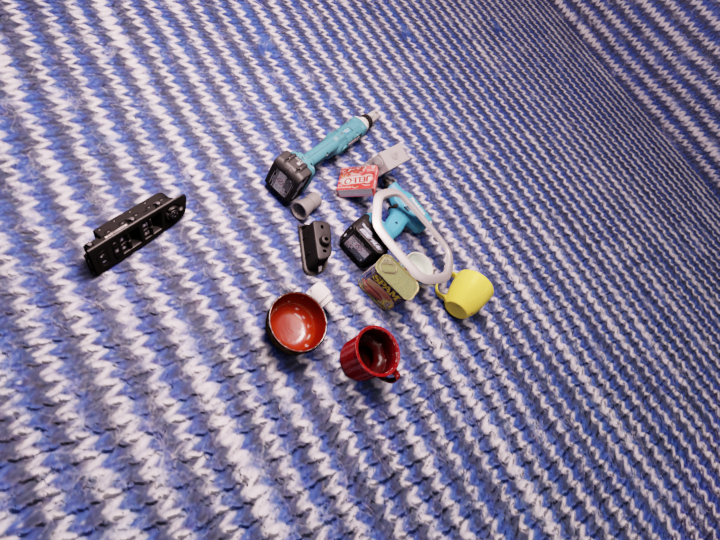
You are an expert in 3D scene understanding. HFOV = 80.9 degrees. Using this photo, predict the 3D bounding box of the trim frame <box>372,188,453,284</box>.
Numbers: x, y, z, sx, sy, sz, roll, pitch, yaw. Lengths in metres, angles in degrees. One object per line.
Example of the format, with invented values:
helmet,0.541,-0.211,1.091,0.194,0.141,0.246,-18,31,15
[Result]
trim frame,0.115,-0.075,0.927,0.248,0.028,0.182,46,47,-2

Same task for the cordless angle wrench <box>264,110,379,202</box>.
cordless angle wrench,-0.061,-0.303,1.012,0.075,0.099,0.418,41,50,-1

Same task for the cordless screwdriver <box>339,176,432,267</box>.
cordless screwdriver,0.050,-0.121,0.975,0.161,0.075,0.243,50,49,5

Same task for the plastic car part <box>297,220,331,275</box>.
plastic car part,-0.085,-0.056,0.871,0.063,0.071,0.120,5,59,-26

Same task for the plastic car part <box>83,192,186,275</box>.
plastic car part,-0.393,-0.077,0.739,0.070,0.064,0.200,31,51,21
